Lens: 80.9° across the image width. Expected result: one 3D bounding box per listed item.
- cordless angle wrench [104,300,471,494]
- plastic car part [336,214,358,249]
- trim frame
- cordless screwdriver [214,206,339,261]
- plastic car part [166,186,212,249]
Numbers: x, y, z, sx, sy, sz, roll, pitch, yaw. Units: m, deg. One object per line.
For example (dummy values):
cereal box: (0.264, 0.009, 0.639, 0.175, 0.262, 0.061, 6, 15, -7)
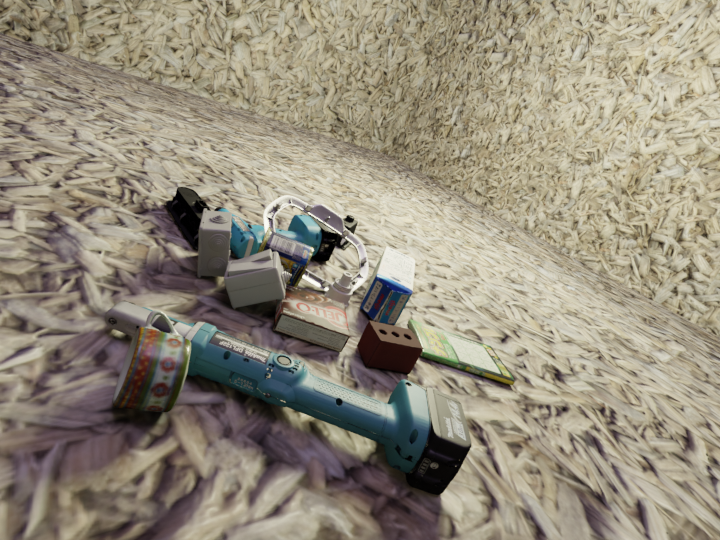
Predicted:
cordless angle wrench: (-0.093, 0.123, 0.483, 0.424, 0.074, 0.098, 21, 21, 1)
plastic car part: (-0.039, -0.106, 1.080, 0.067, 0.070, 0.115, 28, 24, 9)
trim frame: (-0.081, -0.053, 0.830, 0.242, 0.028, 0.187, 31, 46, -15)
cordless screwdriver: (-0.178, -0.083, 0.887, 0.237, 0.073, 0.168, -2, 32, -40)
plastic car part: (-0.325, -0.110, 0.824, 0.063, 0.066, 0.215, -5, 31, -40)
